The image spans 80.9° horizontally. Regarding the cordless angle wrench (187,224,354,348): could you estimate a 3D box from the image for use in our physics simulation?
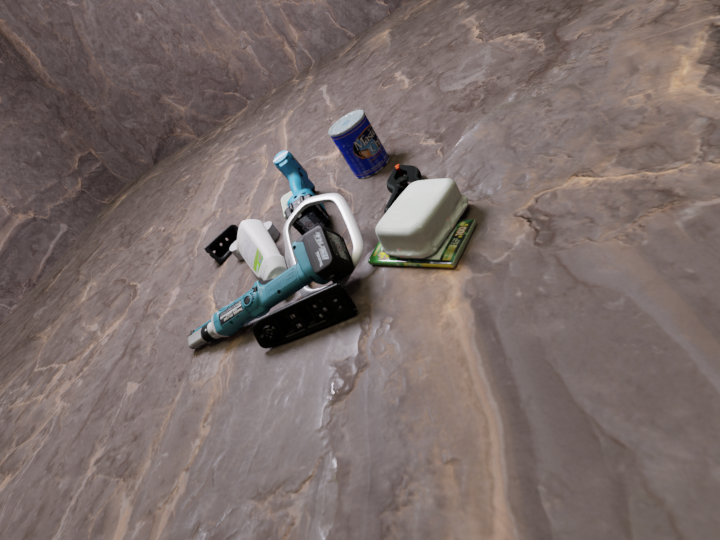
[{"bbox_3d":[-0.206,0.061,0.843,0.430,0.070,0.102,-32,61,24],"label":"cordless angle wrench"}]

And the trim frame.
[{"bbox_3d":[-0.084,-0.055,0.863,0.186,0.026,0.260,-35,54,17],"label":"trim frame"}]

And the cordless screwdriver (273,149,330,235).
[{"bbox_3d":[-0.140,-0.184,1.069,0.075,0.150,0.260,-33,48,12],"label":"cordless screwdriver"}]

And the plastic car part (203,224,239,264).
[{"bbox_3d":[-0.398,-0.075,1.222,0.073,0.064,0.116,-14,33,54],"label":"plastic car part"}]

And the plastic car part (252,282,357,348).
[{"bbox_3d":[-0.108,0.077,0.767,0.206,0.064,0.068,-27,24,15],"label":"plastic car part"}]
